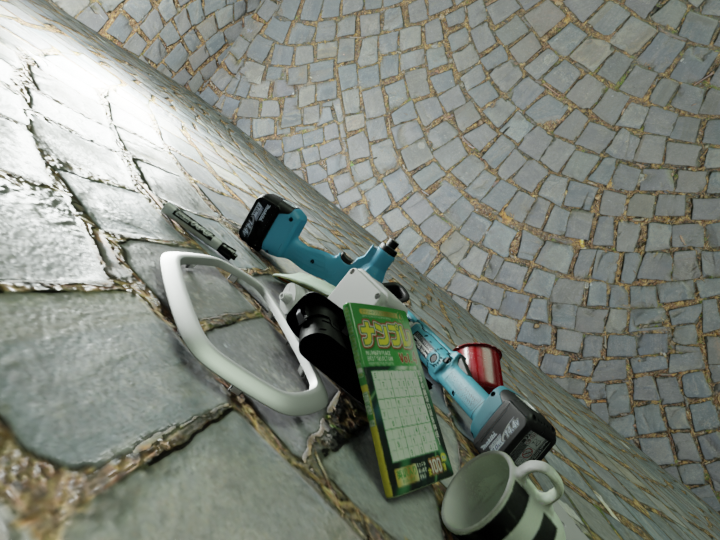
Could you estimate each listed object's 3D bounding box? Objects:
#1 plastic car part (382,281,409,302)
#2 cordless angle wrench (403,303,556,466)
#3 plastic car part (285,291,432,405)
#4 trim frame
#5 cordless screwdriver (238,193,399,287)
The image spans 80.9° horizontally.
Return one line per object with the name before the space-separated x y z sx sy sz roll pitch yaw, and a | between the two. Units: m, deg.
plastic car part | 0.045 0.068 0.861 0.111 0.071 0.069 -3 40 -51
cordless angle wrench | 0.151 0.168 0.760 0.071 0.098 0.442 34 6 -27
plastic car part | -0.004 0.106 0.462 0.196 0.067 0.068 45 28 -18
trim frame | -0.122 0.055 0.443 0.174 0.027 0.263 28 12 -43
cordless screwdriver | -0.070 -0.046 0.715 0.251 0.159 0.073 37 9 5
